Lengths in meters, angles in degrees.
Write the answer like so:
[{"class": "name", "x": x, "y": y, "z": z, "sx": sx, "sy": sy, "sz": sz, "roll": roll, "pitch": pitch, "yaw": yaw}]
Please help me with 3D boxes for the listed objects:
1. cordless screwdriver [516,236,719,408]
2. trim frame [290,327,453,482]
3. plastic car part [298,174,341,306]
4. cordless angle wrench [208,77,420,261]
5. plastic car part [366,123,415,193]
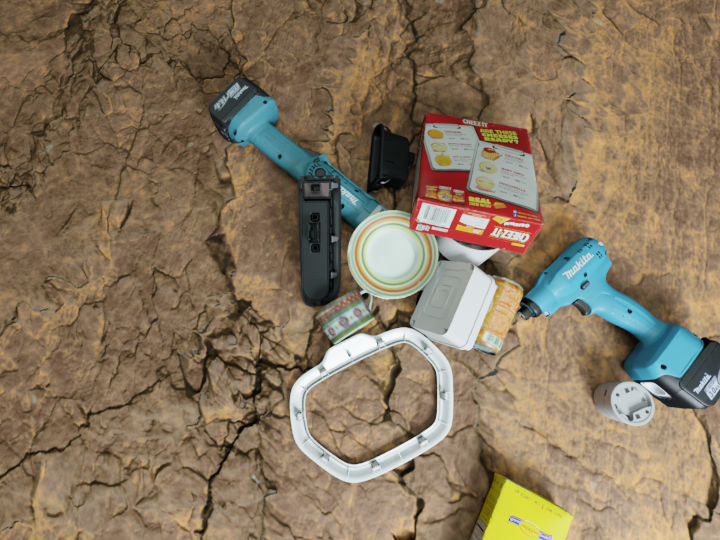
[{"class": "cordless screwdriver", "x": 0.361, "y": 0.086, "z": 0.598, "sx": 0.158, "sy": 0.072, "sz": 0.257, "roll": -41, "pitch": 73, "yaw": -8}, {"class": "trim frame", "x": 0.018, "y": 0.187, "z": 0.609, "sx": 0.248, "sy": 0.027, "sz": 0.189, "roll": -26, "pitch": 74, "yaw": -3}, {"class": "plastic car part", "x": -0.062, "y": -0.040, "z": 0.631, "sx": 0.066, "sy": 0.067, "sz": 0.201, "roll": 0, "pitch": 98, "yaw": 1}, {"class": "cordless angle wrench", "x": -0.065, "y": -0.150, "z": 0.686, "sx": 0.431, "sy": 0.073, "sz": 0.098, "roll": 40, "pitch": 80, "yaw": 10}, {"class": "plastic car part", "x": 0.053, "y": -0.184, "z": 0.697, "sx": 0.069, "sy": 0.066, "sz": 0.118, "roll": 12, "pitch": 72, "yaw": -12}]
